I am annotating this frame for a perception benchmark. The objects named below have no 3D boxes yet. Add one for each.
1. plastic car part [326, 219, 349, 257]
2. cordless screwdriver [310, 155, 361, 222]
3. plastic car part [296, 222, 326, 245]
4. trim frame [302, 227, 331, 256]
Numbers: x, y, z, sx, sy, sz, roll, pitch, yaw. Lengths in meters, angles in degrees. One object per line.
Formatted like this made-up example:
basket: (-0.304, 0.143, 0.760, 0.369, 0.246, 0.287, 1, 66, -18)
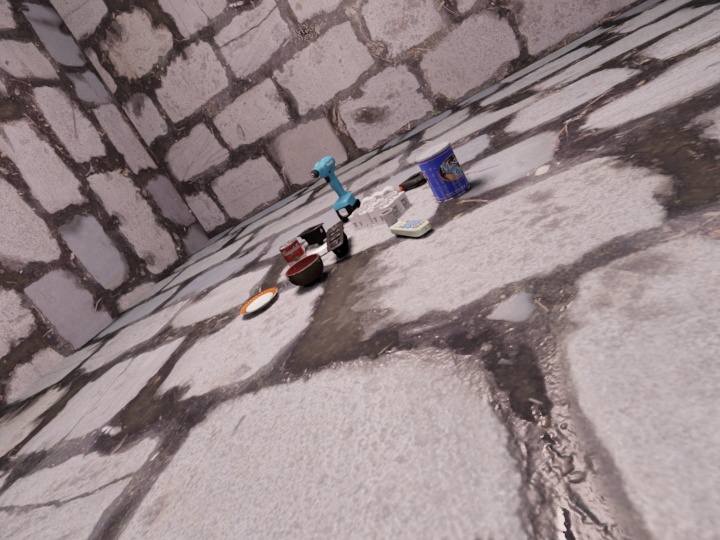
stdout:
plastic car part: (-0.068, -0.090, 1.298, 0.067, 0.065, 0.207, -28, 19, 9)
cordless screwdriver: (-0.095, -0.297, 1.582, 0.077, 0.243, 0.158, -21, 18, 33)
plastic car part: (-0.161, -0.122, 1.512, 0.121, 0.069, 0.065, -9, 27, 50)
trim frame: (-0.145, -0.095, 1.486, 0.184, 0.027, 0.255, -31, 19, 0)
